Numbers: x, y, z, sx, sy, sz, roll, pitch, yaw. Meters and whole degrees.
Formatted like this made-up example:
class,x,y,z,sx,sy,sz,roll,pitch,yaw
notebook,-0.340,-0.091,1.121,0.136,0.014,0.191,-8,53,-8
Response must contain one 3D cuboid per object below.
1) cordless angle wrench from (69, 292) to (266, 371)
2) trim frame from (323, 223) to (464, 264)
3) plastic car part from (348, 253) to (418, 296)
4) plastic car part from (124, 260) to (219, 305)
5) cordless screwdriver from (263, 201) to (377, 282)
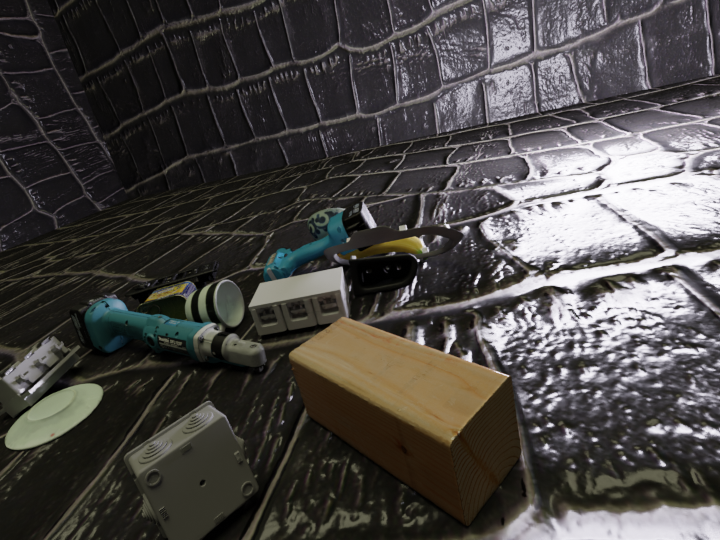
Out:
class,x,y,z,sx,sy,sz,roll,pitch,yaw
cordless angle wrench,-0.326,0.105,0.699,0.442,0.096,0.073,3,23,31
trim frame,0.055,-0.042,0.745,0.258,0.028,0.175,-9,-14,29
plastic car part,0.042,0.001,0.758,0.118,0.065,0.071,-9,7,6
plastic car part,-0.408,0.035,0.931,0.202,0.065,0.069,-13,28,-4
cordless screwdriver,-0.088,-0.057,0.896,0.251,0.072,0.162,-27,20,11
